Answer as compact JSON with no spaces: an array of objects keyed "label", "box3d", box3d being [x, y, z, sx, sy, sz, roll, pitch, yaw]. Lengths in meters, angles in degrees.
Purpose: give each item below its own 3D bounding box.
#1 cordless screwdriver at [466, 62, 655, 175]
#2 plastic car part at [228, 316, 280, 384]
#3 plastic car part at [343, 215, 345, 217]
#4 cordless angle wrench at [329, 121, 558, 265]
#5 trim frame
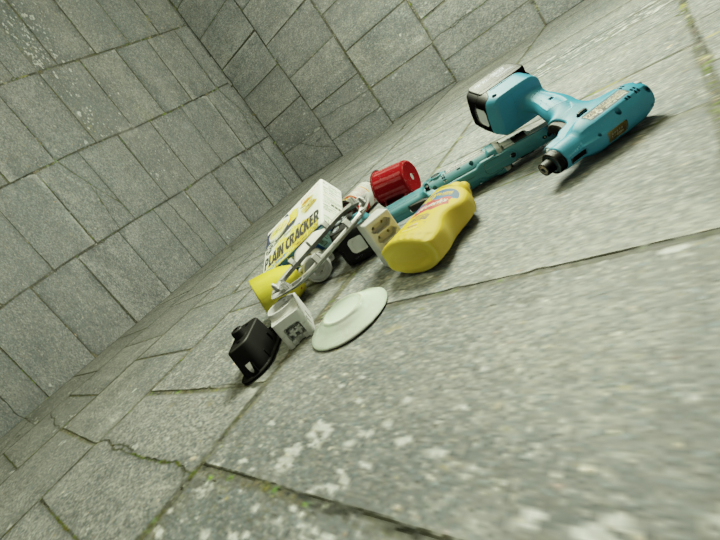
[{"label":"cordless screwdriver","box3d":[0.253,-0.224,0.621,0.159,0.070,0.262,-38,38,-2]},{"label":"plastic car part","box3d":[-0.176,0.117,0.677,0.066,0.069,0.118,-35,13,12]},{"label":"plastic car part","box3d":[-0.050,-0.084,0.954,0.209,0.066,0.065,-25,11,47]},{"label":"cordless angle wrench","box3d":[0.142,-0.142,0.737,0.431,0.072,0.099,-27,19,21]},{"label":"trim frame","box3d":[-0.071,-0.047,0.729,0.248,0.027,0.189,-51,16,-11]}]
